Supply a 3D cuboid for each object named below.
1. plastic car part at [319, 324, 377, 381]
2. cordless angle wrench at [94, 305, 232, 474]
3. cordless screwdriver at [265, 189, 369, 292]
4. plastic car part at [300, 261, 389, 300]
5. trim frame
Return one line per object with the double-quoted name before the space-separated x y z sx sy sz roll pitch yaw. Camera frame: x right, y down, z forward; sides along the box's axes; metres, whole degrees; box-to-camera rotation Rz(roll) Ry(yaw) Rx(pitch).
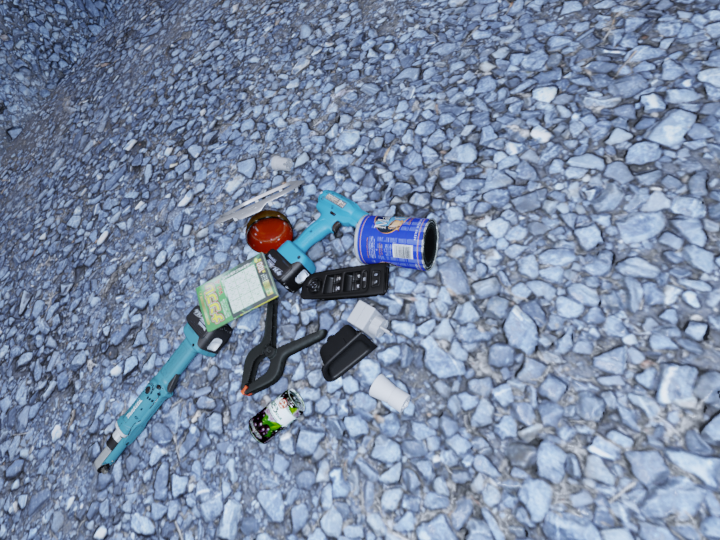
"plastic car part" -0.038 0.151 0.822 0.117 0.062 0.075 -39 40 7
"cordless angle wrench" -0.460 0.274 0.958 0.103 0.070 0.422 35 86 35
"cordless screwdriver" -0.092 -0.060 0.945 0.168 0.070 0.248 34 79 34
"plastic car part" -0.030 0.030 0.868 0.211 0.063 0.067 -6 70 28
"trim frame" -0.249 -0.168 1.047 0.253 0.027 0.186 -19 20 14
